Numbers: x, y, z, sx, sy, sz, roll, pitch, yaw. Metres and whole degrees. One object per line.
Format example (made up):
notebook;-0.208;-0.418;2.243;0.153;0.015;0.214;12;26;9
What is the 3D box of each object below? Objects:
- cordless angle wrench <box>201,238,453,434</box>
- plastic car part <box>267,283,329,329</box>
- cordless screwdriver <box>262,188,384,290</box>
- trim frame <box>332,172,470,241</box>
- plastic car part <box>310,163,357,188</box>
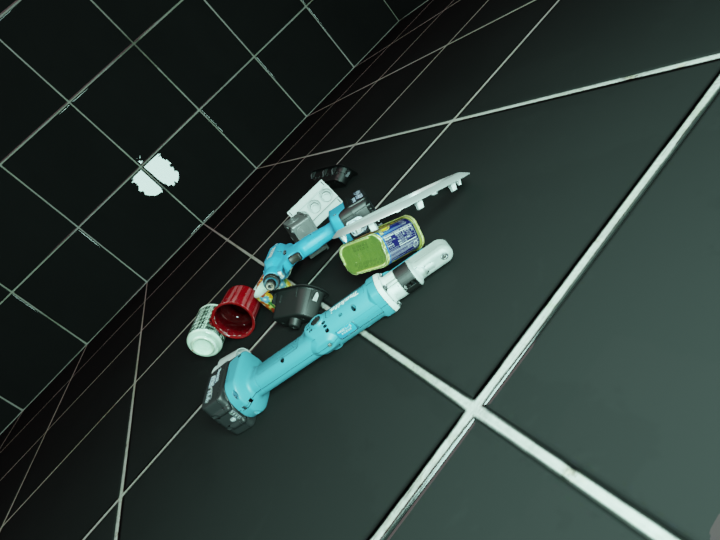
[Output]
cordless angle wrench;-0.050;0.089;0.610;0.427;0.071;0.101;-36;25;14
plastic car part;-0.115;0.070;0.756;0.121;0.062;0.072;-14;53;44
cordless screwdriver;-0.078;-0.051;0.801;0.252;0.072;0.162;-29;21;13
trim frame;0.064;-0.100;0.668;0.243;0.027;0.190;-33;11;-31
plastic car part;-0.084;-0.261;1.197;0.212;0.063;0.067;3;62;58
